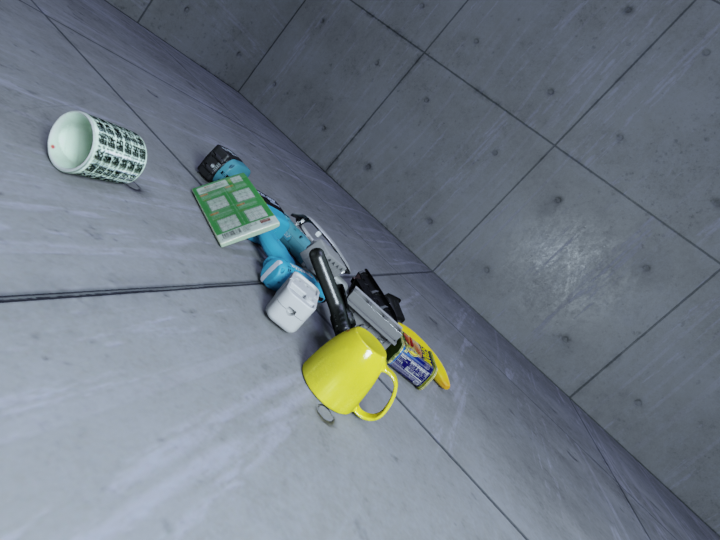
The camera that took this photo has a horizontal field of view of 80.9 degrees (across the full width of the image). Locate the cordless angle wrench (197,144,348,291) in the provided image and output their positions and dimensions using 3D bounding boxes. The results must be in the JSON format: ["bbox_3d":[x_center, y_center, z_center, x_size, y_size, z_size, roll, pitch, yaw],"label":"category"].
[{"bbox_3d":[-0.183,-0.104,0.934,0.428,0.074,0.096,45,8,6],"label":"cordless angle wrench"}]

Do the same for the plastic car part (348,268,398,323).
[{"bbox_3d":[0.021,0.070,0.953,0.063,0.066,0.214,19,23,-37],"label":"plastic car part"}]

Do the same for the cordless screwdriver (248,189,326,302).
[{"bbox_3d":[-0.150,-0.042,0.804,0.150,0.075,0.262,31,19,-48],"label":"cordless screwdriver"}]

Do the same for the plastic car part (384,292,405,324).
[{"bbox_3d":[0.076,0.106,1.026,0.110,0.067,0.074,28,33,-57],"label":"plastic car part"}]

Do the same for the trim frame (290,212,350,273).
[{"bbox_3d":[-0.095,-0.062,0.967,0.181,0.027,0.254,53,-8,-10],"label":"trim frame"}]
